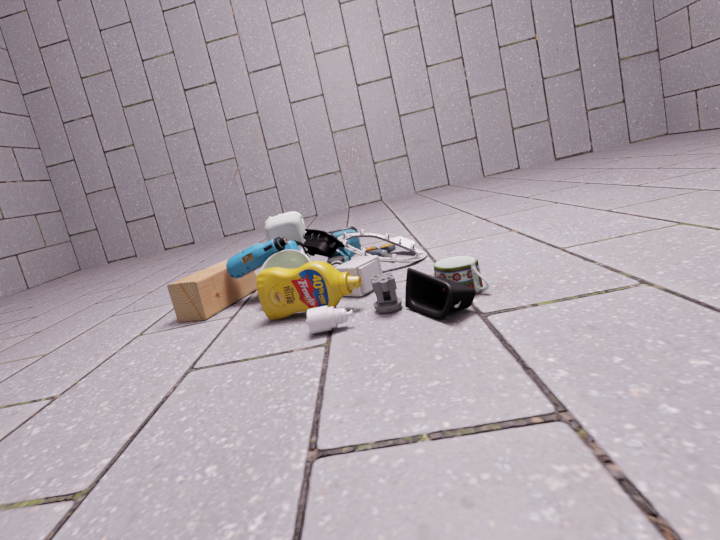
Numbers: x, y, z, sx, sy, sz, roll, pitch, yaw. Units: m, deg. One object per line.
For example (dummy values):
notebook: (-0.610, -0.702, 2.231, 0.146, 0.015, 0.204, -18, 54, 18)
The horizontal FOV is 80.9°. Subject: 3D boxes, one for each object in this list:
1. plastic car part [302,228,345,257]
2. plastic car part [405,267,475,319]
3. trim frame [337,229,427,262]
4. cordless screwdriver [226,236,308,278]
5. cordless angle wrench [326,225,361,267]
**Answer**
plastic car part: (-0.103, -0.068, 1.058, 0.067, 0.064, 0.210, -48, 20, -15)
plastic car part: (0.127, 0.036, 0.647, 0.068, 0.065, 0.122, -3, 10, -26)
trim frame: (0.048, -0.064, 1.055, 0.177, 0.027, 0.263, -9, 21, -33)
cordless screwdriver: (-0.200, -0.038, 1.044, 0.162, 0.075, 0.241, -26, -6, 19)
cordless angle wrench: (-0.051, -0.037, 1.099, 0.099, 0.073, 0.427, -13, 15, 4)
